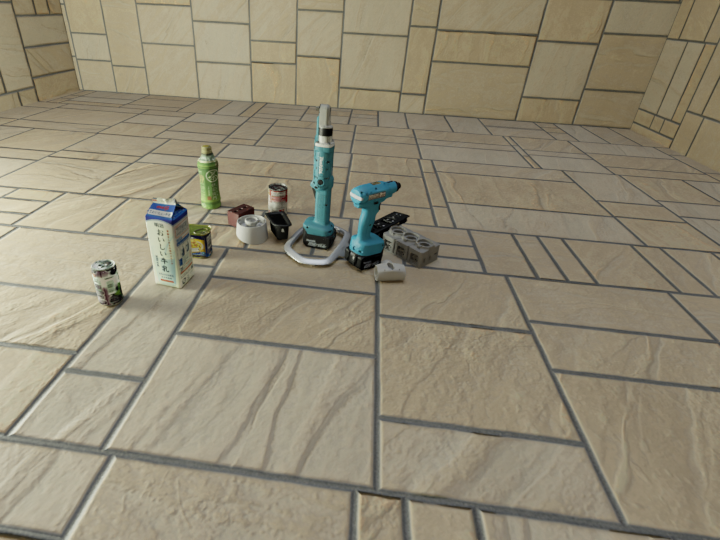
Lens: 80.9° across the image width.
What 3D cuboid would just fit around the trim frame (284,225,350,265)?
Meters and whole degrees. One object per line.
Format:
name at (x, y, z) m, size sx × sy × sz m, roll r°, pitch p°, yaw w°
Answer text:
trim frame at (-0.127, -0.083, 1.296) m, size 0.189 × 0.027 × 0.248 m, roll 12°, pitch 33°, yaw 14°

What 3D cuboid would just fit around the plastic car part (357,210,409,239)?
plastic car part at (0.068, -0.132, 1.355) m, size 0.197 × 0.065 × 0.070 m, roll -26°, pitch 42°, yaw -38°

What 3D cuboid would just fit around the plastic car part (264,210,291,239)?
plastic car part at (-0.255, -0.134, 1.328) m, size 0.064 × 0.069 × 0.123 m, roll -9°, pitch 34°, yaw -21°

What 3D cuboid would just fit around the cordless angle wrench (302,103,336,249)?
cordless angle wrench at (-0.110, -0.262, 1.220) m, size 0.100 × 0.412 × 0.074 m, roll 13°, pitch 31°, yaw 11°

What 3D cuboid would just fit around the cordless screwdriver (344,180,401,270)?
cordless screwdriver at (0.037, -0.131, 1.183) m, size 0.154 × 0.243 × 0.079 m, roll -18°, pitch 38°, yaw -34°
